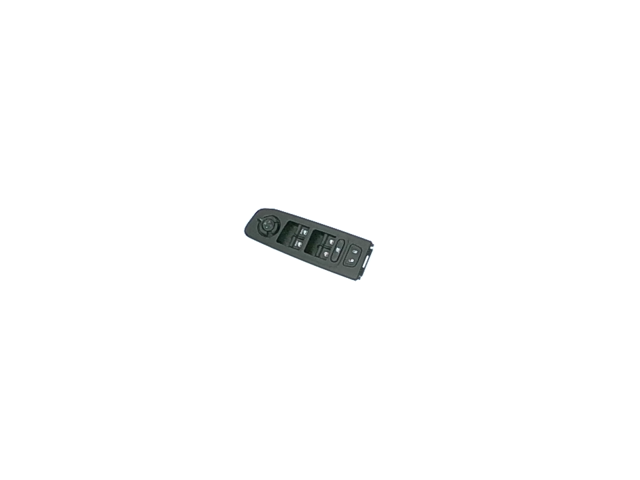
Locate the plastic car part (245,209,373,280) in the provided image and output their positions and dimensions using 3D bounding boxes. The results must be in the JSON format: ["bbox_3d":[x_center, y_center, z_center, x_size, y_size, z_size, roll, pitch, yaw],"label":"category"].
[{"bbox_3d":[-0.019,0.004,0.674,0.203,0.066,0.067,21,-9,12],"label":"plastic car part"}]
